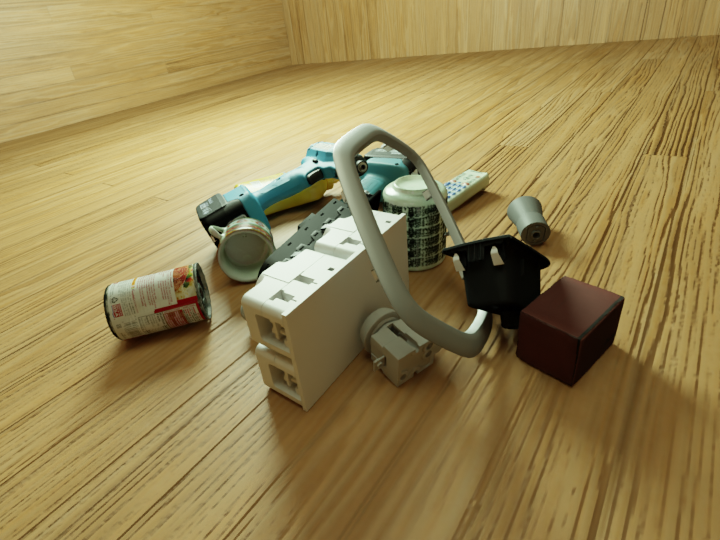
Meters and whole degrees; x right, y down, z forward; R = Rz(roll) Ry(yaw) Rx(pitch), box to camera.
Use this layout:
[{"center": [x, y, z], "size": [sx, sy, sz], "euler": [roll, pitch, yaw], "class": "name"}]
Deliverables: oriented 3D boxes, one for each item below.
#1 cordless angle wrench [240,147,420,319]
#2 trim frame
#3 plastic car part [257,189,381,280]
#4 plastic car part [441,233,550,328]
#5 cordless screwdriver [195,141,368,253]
[{"center": [-0.029, -0.066, 0.603], "size": [0.102, 0.072, 0.419], "euler": [10, 39, 26], "class": "cordless angle wrench"}, {"center": [0.054, -0.038, 0.407], "size": [0.176, 0.255, 0.028], "euler": [-5, -25, -47], "class": "trim frame"}, {"center": [-0.047, -0.031, 0.484], "size": [0.068, 0.065, 0.202], "euler": [30, 50, 8], "class": "plastic car part"}, {"center": [0.137, 0.017, 0.395], "size": [0.110, 0.072, 0.068], "euler": [21, -24, -40], "class": "plastic car part"}, {"center": [-0.114, -0.113, 0.628], "size": [0.246, 0.071, 0.167], "euler": [-35, 31, -13], "class": "cordless screwdriver"}]
